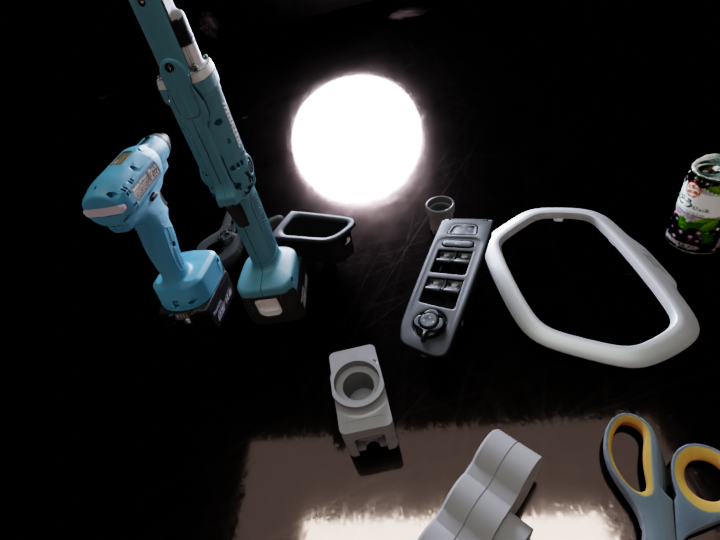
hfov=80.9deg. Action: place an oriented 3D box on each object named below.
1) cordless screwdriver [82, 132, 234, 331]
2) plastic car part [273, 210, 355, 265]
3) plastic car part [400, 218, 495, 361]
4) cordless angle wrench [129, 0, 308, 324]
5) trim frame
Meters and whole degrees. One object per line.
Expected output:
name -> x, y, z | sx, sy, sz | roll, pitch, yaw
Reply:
cordless screwdriver -> -0.242, -0.045, 0.551 | 0.076, 0.238, 0.163 | -6, 42, 10
plastic car part -> -0.060, -0.039, 0.612 | 0.122, 0.068, 0.066 | 11, 47, 27
plastic car part -> 0.101, 0.023, 0.493 | 0.069, 0.064, 0.203 | 9, 48, 26
cordless angle wrench -> -0.145, -0.107, 0.460 | 0.075, 0.405, 0.101 | -8, 41, 7
trim frame -> 0.253, 0.005, 0.491 | 0.186, 0.026, 0.257 | -13, 42, 5
